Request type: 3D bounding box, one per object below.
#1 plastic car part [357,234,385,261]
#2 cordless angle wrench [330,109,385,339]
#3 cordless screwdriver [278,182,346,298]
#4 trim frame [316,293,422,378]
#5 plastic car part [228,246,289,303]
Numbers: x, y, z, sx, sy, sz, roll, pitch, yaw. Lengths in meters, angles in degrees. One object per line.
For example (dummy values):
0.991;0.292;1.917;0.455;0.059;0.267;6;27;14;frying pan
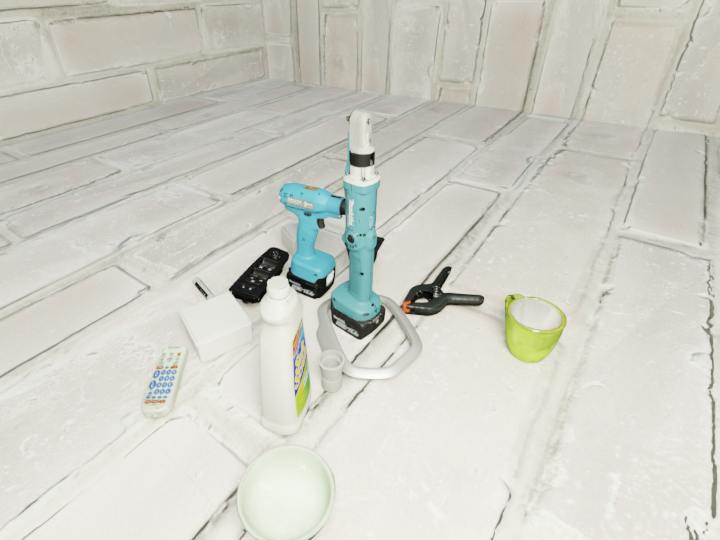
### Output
0.010;-0.029;0.989;0.068;0.069;0.117;10;36;14;plastic car part
-0.002;-0.065;0.742;0.103;0.410;0.072;27;41;33;cordless angle wrench
-0.086;-0.056;0.882;0.166;0.241;0.073;17;36;24;cordless screwdriver
0.009;0.116;0.816;0.181;0.027;0.261;-12;36;-14;trim frame
-0.214;0.015;0.940;0.068;0.065;0.204;8;36;12;plastic car part
